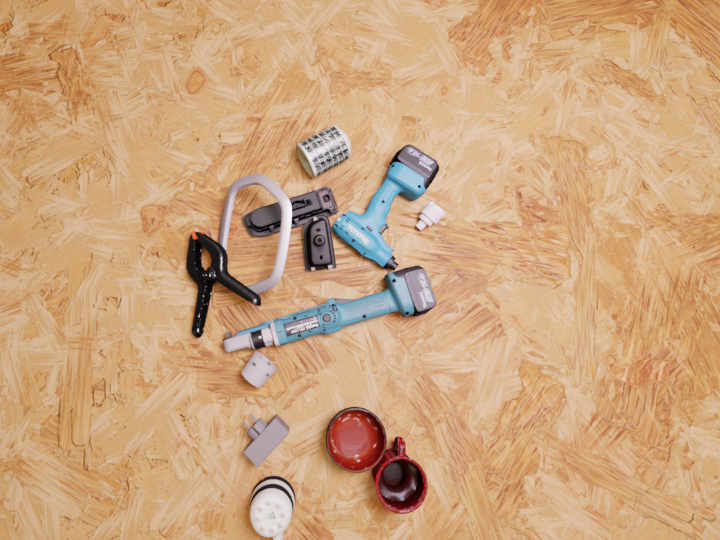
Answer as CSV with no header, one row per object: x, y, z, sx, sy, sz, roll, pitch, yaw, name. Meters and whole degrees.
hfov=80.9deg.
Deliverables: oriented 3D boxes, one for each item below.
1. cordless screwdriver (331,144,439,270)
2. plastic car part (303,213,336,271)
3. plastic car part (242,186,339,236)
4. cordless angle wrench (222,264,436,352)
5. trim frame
0.074,-0.131,0.895,0.161,0.074,0.248,39,83,4,cordless screwdriver
-0.084,-0.055,0.860,0.065,0.072,0.116,-6,96,-6,plastic car part
-0.148,-0.124,0.891,0.202,0.067,0.066,-19,89,-4,plastic car part
-0.067,0.093,0.845,0.421,0.073,0.099,-16,81,-3,cordless angle wrench
-0.218,-0.070,0.845,0.192,0.026,0.247,12,97,26,trim frame
